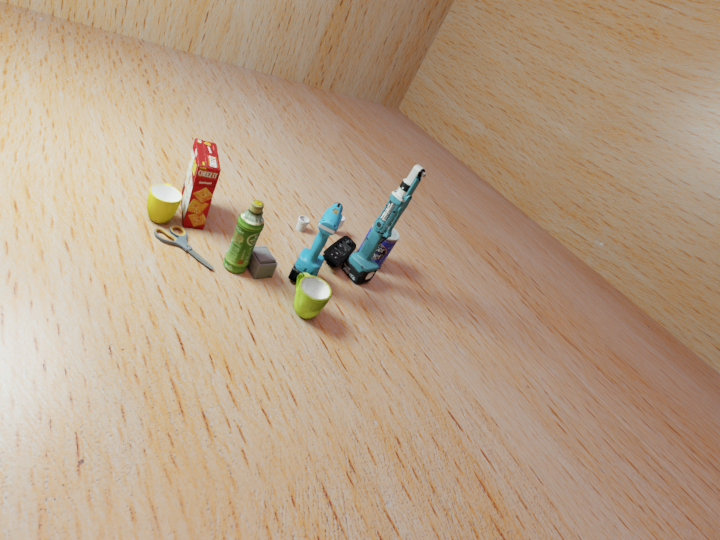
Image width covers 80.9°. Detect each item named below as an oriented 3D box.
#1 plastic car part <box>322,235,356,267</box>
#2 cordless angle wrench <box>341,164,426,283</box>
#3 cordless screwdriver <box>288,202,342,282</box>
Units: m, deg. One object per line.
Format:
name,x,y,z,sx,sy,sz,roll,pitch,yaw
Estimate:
plastic car part,-0.069,-0.057,1.400,0.067,0.067,0.201,32,33,5
cordless angle wrench,0.074,-0.138,1.286,0.071,0.421,0.103,-9,49,-46
cordless screwdriver,-0.120,-0.078,1.225,0.074,0.248,0.161,27,32,-5
